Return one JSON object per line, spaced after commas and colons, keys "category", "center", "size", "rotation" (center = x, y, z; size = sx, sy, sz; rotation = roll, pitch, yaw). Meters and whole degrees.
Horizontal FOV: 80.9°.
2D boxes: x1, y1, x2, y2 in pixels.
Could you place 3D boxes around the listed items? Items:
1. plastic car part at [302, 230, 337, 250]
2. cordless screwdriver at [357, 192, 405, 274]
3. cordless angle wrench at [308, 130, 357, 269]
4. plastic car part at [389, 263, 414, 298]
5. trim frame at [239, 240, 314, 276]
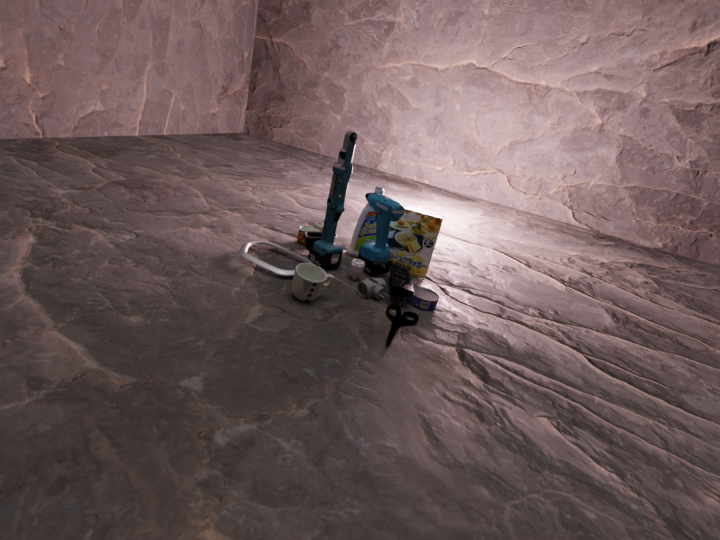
{"category": "plastic car part", "center": [-0.139, -0.091, 1.420], "size": [0.114, 0.070, 0.069], "rotation": [5, 23, -15]}
{"category": "cordless screwdriver", "center": [0.048, -0.120, 1.350], "size": [0.071, 0.245, 0.169], "rotation": [-4, 27, -37]}
{"category": "cordless angle wrench", "center": [-0.073, -0.209, 1.280], "size": [0.071, 0.417, 0.104], "rotation": [-6, 28, -40]}
{"category": "plastic car part", "center": [0.115, 0.036, 1.250], "size": [0.066, 0.066, 0.205], "rotation": [12, 23, -1]}
{"category": "trim frame", "center": [-0.258, -0.037, 1.299], "size": [0.259, 0.027, 0.180], "rotation": [21, 25, 21]}
